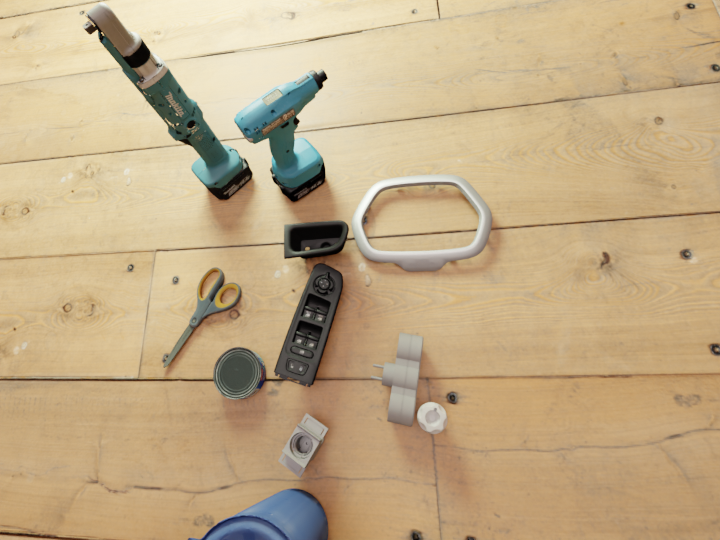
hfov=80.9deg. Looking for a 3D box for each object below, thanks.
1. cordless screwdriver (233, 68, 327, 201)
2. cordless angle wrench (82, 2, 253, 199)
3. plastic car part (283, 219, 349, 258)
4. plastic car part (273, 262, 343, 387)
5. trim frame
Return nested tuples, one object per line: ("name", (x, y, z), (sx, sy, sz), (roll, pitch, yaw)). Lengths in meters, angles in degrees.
("cordless screwdriver", (-0.110, -0.231, 0.743), (0.159, 0.241, 0.077), (-36, 73, -5))
("cordless angle wrench", (-0.293, -0.251, 0.693), (0.097, 0.410, 0.077), (-43, 74, -8))
("plastic car part", (-0.075, -0.049, 0.764), (0.118, 0.068, 0.067), (-5, 71, 8))
("plastic car part", (-0.078, 0.089, 0.718), (0.068, 0.065, 0.204), (13, 74, 12))
("trim frame", (0.107, -0.089, 0.768), (0.252, 0.026, 0.188), (-3, 70, 9))
